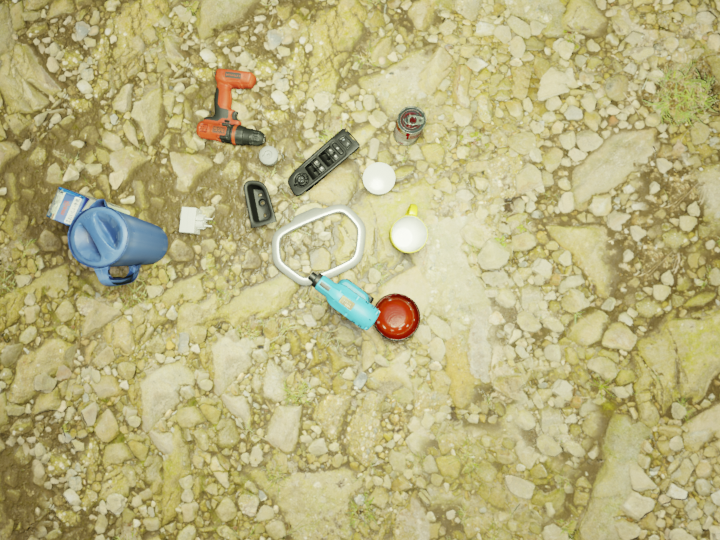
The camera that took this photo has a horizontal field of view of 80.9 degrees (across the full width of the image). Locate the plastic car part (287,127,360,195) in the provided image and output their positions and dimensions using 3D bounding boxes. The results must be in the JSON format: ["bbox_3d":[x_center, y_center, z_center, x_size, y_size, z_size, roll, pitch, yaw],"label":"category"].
[{"bbox_3d":[-0.097,-0.266,1.068,0.203,0.066,0.067,-39,87,0],"label":"plastic car part"}]

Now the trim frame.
[{"bbox_3d":[-0.105,-0.069,1.073,0.249,0.027,0.186,-24,85,2],"label":"trim frame"}]

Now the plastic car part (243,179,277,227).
[{"bbox_3d":[-0.252,-0.168,1.070,0.066,0.070,0.117,-14,86,1],"label":"plastic car part"}]

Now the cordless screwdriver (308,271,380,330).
[{"bbox_3d":[-0.040,0.057,0.949,0.160,0.247,0.074,36,89,1],"label":"cordless screwdriver"}]
